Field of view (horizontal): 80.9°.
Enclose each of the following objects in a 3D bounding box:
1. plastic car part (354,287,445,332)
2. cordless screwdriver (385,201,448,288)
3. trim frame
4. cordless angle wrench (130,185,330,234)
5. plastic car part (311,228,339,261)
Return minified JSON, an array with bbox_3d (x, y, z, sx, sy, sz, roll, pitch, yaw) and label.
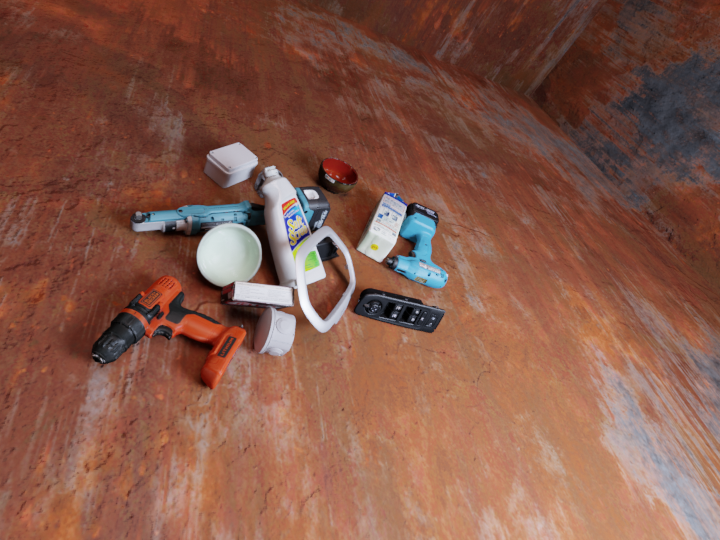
[{"bbox_3d":[0.080,0.078,0.921,0.196,0.066,0.070,12,34,-21],"label":"plastic car part"},{"bbox_3d":[0.137,-0.074,1.108,0.155,0.074,0.255,18,45,-15],"label":"cordless screwdriver"},{"bbox_3d":[-0.066,0.014,0.842,0.179,0.028,0.247,66,25,-17],"label":"trim frame"},{"bbox_3d":[-0.264,-0.118,0.903,0.407,0.097,0.078,-11,56,-33],"label":"cordless angle wrench"},{"bbox_3d":[-0.093,-0.061,0.953,0.112,0.071,0.068,-19,61,-47],"label":"plastic car part"}]
